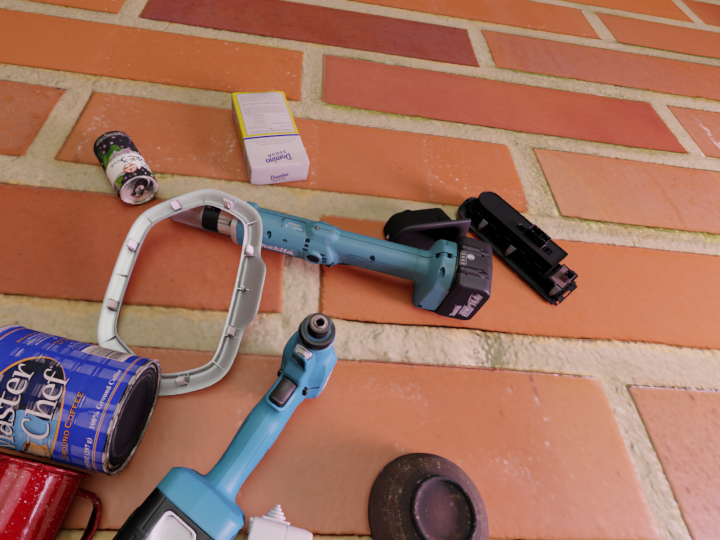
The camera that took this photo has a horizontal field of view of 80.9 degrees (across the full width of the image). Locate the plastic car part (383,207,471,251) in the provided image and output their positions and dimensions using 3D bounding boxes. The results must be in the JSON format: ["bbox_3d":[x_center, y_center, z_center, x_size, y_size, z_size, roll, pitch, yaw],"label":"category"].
[{"bbox_3d":[0.085,-0.061,0.612,0.115,0.064,0.074,-3,41,-9],"label":"plastic car part"}]

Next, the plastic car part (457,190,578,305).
[{"bbox_3d":[0.230,-0.046,0.622,0.065,0.065,0.212,-33,64,-22],"label":"plastic car part"}]

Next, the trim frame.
[{"bbox_3d":[-0.201,0.013,0.488,0.186,0.027,0.253,6,67,5],"label":"trim frame"}]

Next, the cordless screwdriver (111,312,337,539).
[{"bbox_3d":[-0.100,0.150,0.364,0.076,0.157,0.247,32,57,8],"label":"cordless screwdriver"}]

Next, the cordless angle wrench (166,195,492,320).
[{"bbox_3d":[-0.054,-0.035,0.548,0.427,0.096,0.075,15,57,5],"label":"cordless angle wrench"}]
